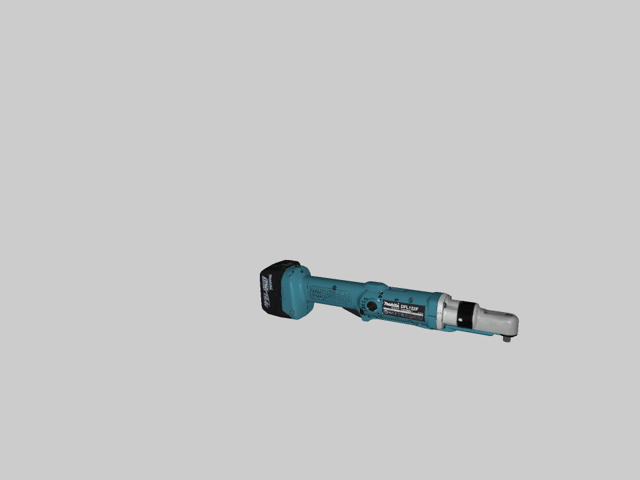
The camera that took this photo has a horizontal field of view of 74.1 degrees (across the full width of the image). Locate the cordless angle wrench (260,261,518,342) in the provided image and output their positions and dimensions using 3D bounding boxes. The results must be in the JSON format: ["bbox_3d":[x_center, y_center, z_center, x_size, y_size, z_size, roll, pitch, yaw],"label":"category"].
[{"bbox_3d":[0.093,0.102,0.697,0.423,0.098,0.074,5,14,28],"label":"cordless angle wrench"}]
